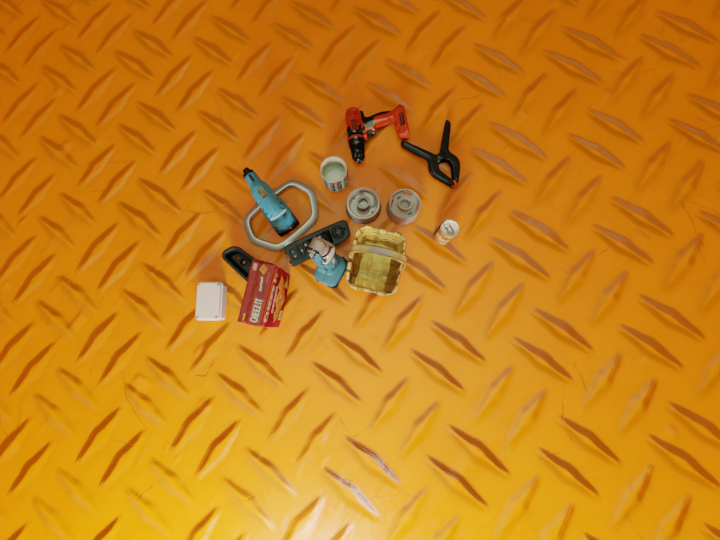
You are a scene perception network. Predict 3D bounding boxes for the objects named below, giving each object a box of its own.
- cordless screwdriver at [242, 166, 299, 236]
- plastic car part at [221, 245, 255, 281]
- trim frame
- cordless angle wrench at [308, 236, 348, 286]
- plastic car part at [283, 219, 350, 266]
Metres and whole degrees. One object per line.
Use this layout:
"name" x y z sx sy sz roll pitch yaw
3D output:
"cordless screwdriver" -0.255 -0.190 1.192 0.074 0.244 0.162 -36 81 -4
"plastic car part" -0.349 -0.023 1.259 0.119 0.069 0.066 39 85 10
"trim frame" -0.243 -0.171 1.298 0.248 0.027 0.188 -42 78 -3
"cordless angle wrench" -0.086 -0.027 1.055 0.075 0.416 0.098 27 83 4
"plastic car part" -0.122 -0.080 1.247 0.203 0.066 0.068 -27 80 0
